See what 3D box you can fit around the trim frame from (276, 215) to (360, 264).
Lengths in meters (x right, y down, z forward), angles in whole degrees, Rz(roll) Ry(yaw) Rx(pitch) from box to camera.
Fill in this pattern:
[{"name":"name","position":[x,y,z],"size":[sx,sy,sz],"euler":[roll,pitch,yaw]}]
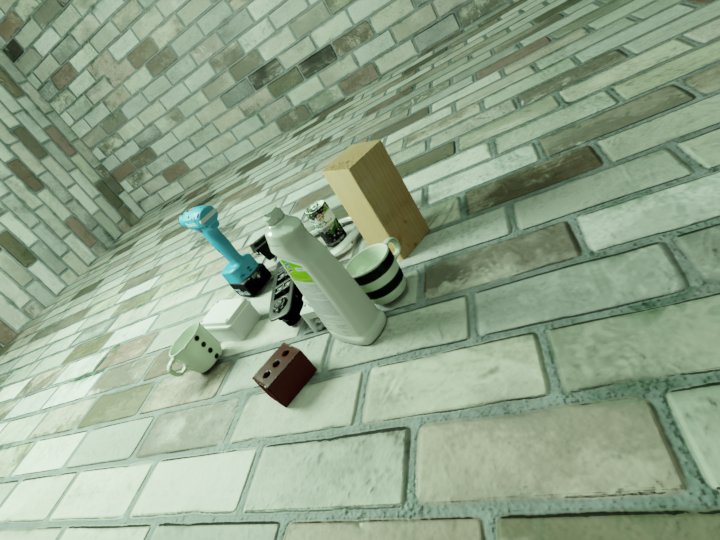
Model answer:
[{"name":"trim frame","position":[-0.099,-0.065,1.014],"size":[0.255,0.026,0.187],"euler":[-21,31,24]}]

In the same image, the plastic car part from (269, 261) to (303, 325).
[{"name":"plastic car part","position":[-0.144,0.041,0.861],"size":[0.067,0.064,0.208],"euler":[-27,29,15]}]

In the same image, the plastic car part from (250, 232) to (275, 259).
[{"name":"plastic car part","position":[-0.224,-0.071,1.114],"size":[0.116,0.068,0.069],"euler":[-37,26,-5]}]

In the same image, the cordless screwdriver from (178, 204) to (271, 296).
[{"name":"cordless screwdriver","position":[-0.335,-0.049,1.019],"size":[0.167,0.239,0.074],"euler":[-1,41,49]}]
